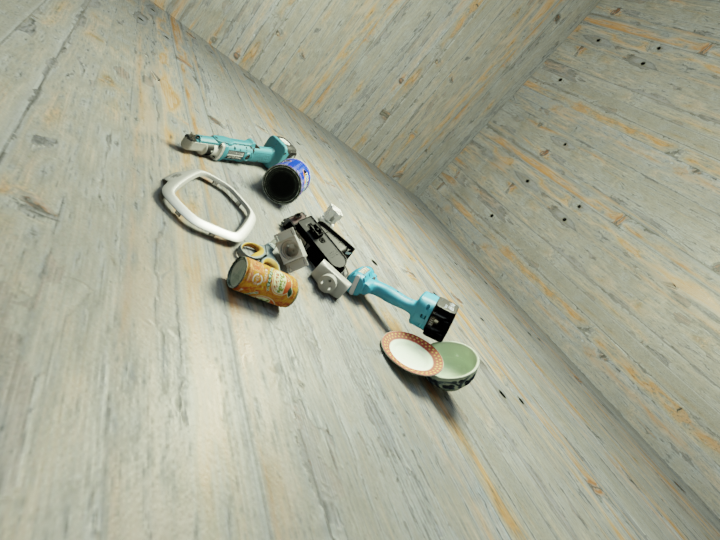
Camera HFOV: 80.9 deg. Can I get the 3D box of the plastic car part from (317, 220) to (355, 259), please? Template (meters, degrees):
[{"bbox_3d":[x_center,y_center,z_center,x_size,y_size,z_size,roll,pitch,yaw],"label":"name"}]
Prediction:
[{"bbox_3d":[-0.083,-0.059,1.009,0.119,0.066,0.069,41,32,10],"label":"plastic car part"}]

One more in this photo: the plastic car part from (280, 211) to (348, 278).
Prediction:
[{"bbox_3d":[-0.092,-0.060,0.946,0.064,0.067,0.209,-22,67,-39],"label":"plastic car part"}]

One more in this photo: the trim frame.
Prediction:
[{"bbox_3d":[-0.284,-0.129,0.806,0.179,0.028,0.254,37,20,-16],"label":"trim frame"}]

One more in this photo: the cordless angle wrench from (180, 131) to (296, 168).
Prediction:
[{"bbox_3d":[-0.310,-0.314,1.104,0.076,0.098,0.412,45,23,8],"label":"cordless angle wrench"}]

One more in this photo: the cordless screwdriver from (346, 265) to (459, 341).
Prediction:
[{"bbox_3d":[0.094,0.060,0.973,0.255,0.074,0.156,25,16,12],"label":"cordless screwdriver"}]
